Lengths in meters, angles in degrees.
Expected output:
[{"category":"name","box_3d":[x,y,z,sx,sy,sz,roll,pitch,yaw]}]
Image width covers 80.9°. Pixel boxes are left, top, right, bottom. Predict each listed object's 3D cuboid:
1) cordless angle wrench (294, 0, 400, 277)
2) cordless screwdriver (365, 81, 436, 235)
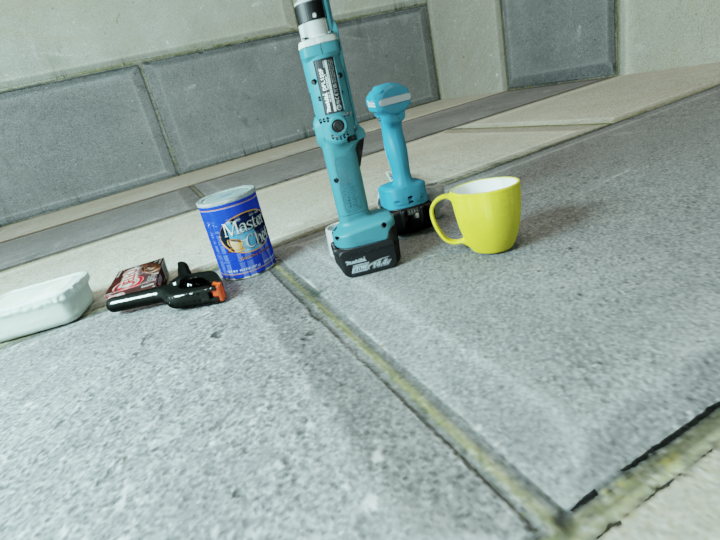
[{"category":"cordless angle wrench","box_3d":[-0.031,-0.198,0.580,0.098,0.412,0.076,-14,20,-2]},{"category":"cordless screwdriver","box_3d":[0.057,-0.193,0.732,0.074,0.242,0.164,-15,21,-5]}]
